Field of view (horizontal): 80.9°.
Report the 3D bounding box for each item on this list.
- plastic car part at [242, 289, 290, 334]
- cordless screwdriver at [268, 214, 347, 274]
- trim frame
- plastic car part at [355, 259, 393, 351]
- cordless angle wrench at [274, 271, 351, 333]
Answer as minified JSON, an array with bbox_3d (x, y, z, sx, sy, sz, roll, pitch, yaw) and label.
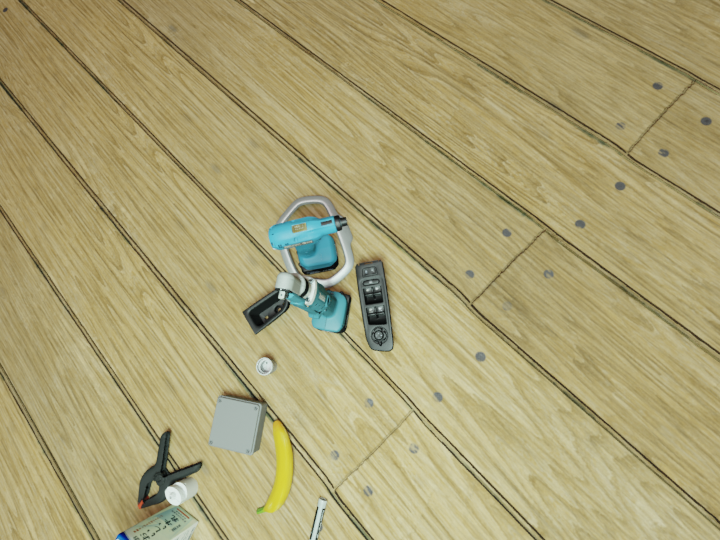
[{"bbox_3d":[-0.211,0.095,1.013,0.116,0.069,0.068,-36,73,0],"label":"plastic car part"},{"bbox_3d":[-0.092,-0.060,0.939,0.161,0.241,0.076,-12,76,6],"label":"cordless screwdriver"},{"bbox_3d":[-0.114,-0.074,1.061,0.185,0.026,0.256,-24,71,5],"label":"trim frame"},{"bbox_3d":[0.035,0.083,0.965,0.067,0.065,0.207,-10,73,7],"label":"plastic car part"},{"bbox_3d":[-0.088,0.057,0.817,0.076,0.410,0.099,8,78,9],"label":"cordless angle wrench"}]
